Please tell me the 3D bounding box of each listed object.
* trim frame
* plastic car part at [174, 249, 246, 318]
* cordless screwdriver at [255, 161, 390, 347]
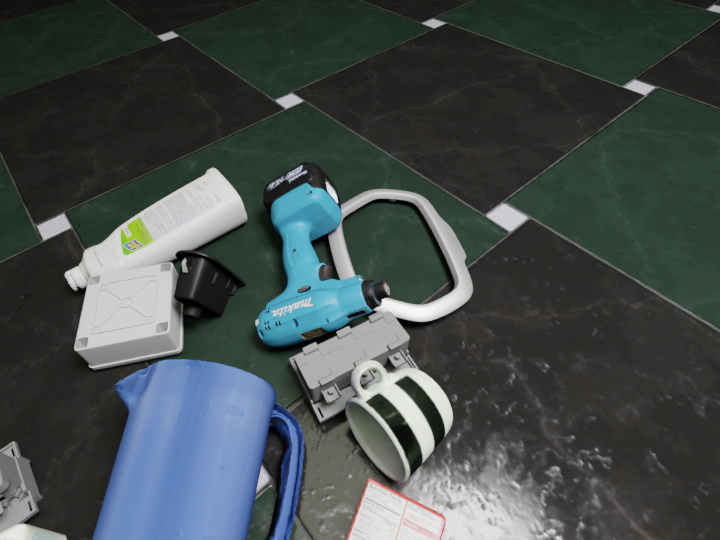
[{"bbox_3d":[0.051,-0.032,0.587,0.182,0.026,0.259,-11,47,-7],"label":"trim frame"},{"bbox_3d":[-0.195,0.024,0.518,0.067,0.113,0.072,8,75,7],"label":"plastic car part"},{"bbox_3d":[-0.053,-0.034,0.539,0.163,0.070,0.257,-23,50,20],"label":"cordless screwdriver"}]
